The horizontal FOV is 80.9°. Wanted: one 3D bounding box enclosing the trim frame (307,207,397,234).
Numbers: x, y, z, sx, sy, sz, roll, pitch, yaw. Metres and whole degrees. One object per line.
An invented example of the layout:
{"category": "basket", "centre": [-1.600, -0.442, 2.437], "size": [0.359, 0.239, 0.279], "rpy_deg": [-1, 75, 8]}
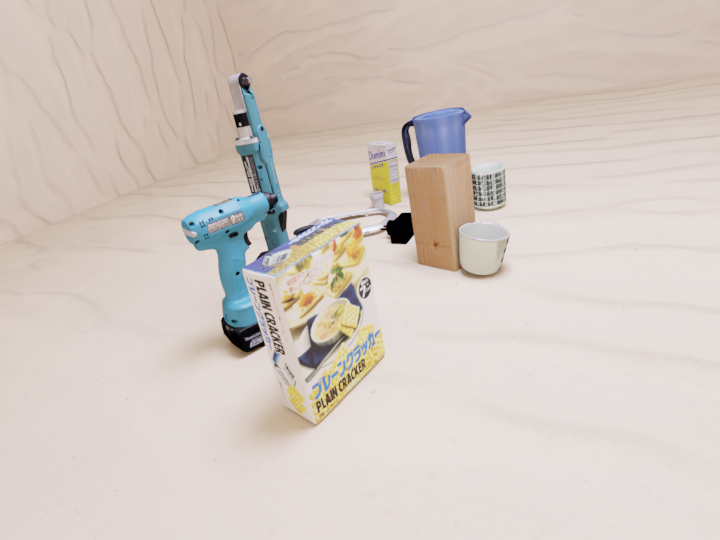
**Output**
{"category": "trim frame", "centre": [-0.026, -0.127, 1.128], "size": [0.250, 0.027, 0.189], "rpy_deg": [-11, 26, 3]}

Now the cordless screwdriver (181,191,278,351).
{"category": "cordless screwdriver", "centre": [-0.183, -0.002, 0.705], "size": [0.155, 0.241, 0.078], "rpy_deg": [-27, 27, -31]}

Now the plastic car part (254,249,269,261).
{"category": "plastic car part", "centre": [-0.206, 0.024, 0.863], "size": [0.068, 0.065, 0.204], "rpy_deg": [-5, 27, 15]}

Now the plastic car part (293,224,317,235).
{"category": "plastic car part", "centre": [-0.096, -0.063, 0.984], "size": [0.122, 0.069, 0.064], "rpy_deg": [8, 31, 37]}

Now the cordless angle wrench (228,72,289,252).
{"category": "cordless angle wrench", "centre": [-0.165, -0.129, 0.758], "size": [0.102, 0.410, 0.073], "rpy_deg": [3, 27, 31]}
